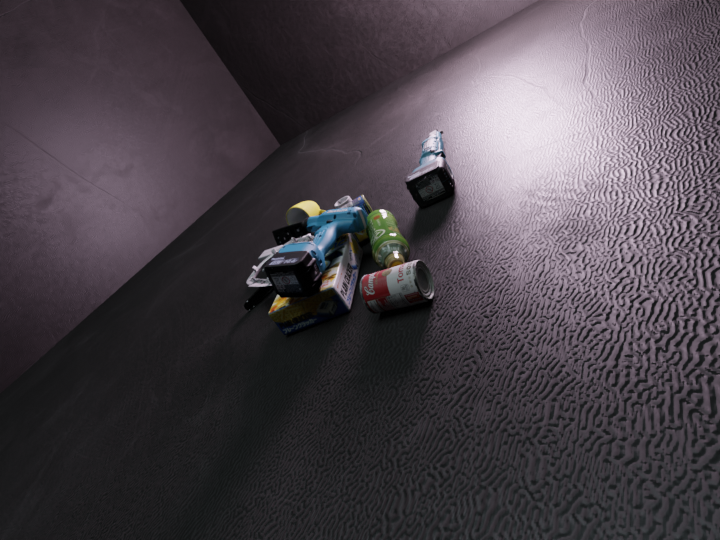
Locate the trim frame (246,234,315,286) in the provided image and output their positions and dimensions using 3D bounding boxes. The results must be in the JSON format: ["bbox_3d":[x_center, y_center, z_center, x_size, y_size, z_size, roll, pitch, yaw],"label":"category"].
[{"bbox_3d":[-0.187,-0.021,0.995,0.260,0.026,0.183,1,46,54],"label":"trim frame"}]

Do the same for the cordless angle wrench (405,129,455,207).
[{"bbox_3d":[0.186,-0.295,1.101,0.100,0.072,0.427,-24,25,25],"label":"cordless angle wrench"}]

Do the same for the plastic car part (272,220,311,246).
[{"bbox_3d":[-0.172,-0.111,1.247,0.211,0.066,0.065,-10,8,46],"label":"plastic car part"}]

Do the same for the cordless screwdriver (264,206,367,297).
[{"bbox_3d":[-0.104,-0.049,0.857,0.166,0.071,0.247,-2,34,34],"label":"cordless screwdriver"}]

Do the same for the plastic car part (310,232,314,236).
[{"bbox_3d":[-0.104,-0.068,1.066,0.119,0.068,0.067,-26,25,27],"label":"plastic car part"}]
